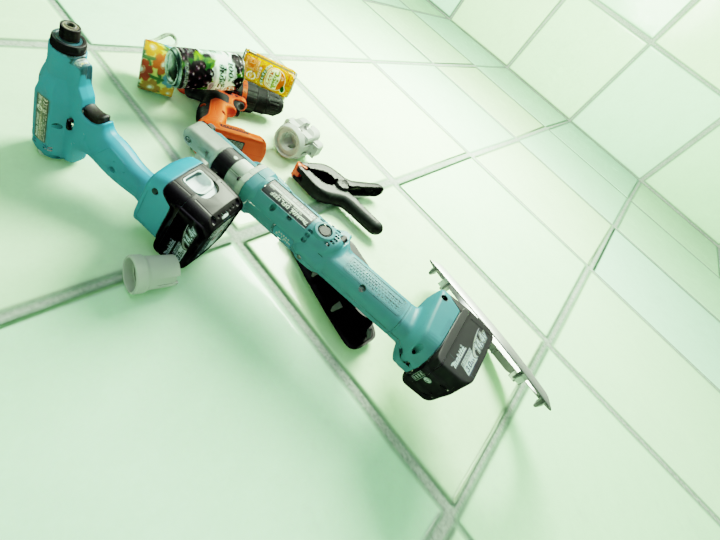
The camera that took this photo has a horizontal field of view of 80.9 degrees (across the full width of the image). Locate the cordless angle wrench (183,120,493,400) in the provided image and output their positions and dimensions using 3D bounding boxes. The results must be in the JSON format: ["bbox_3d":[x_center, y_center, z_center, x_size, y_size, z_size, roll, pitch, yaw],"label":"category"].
[{"bbox_3d":[-0.047,-0.031,0.486,0.428,0.074,0.097,41,51,6],"label":"cordless angle wrench"}]

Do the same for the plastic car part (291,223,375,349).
[{"bbox_3d":[-0.031,0.002,0.557,0.063,0.068,0.211,-1,55,-46],"label":"plastic car part"}]

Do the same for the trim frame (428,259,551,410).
[{"bbox_3d":[0.163,0.078,0.568,0.174,0.028,0.262,45,7,-43],"label":"trim frame"}]

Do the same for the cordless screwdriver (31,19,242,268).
[{"bbox_3d":[-0.242,-0.128,0.454,0.249,0.160,0.074,40,40,-1],"label":"cordless screwdriver"}]
